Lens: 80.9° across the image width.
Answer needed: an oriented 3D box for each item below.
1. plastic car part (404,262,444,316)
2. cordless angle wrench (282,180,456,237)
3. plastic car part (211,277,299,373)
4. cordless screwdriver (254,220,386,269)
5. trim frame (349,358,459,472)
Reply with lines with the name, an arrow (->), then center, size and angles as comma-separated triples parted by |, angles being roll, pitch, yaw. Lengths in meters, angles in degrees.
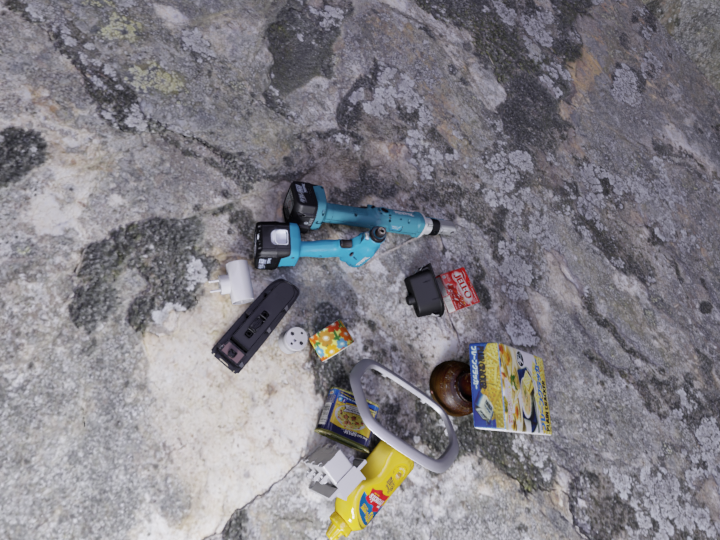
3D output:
plastic car part -> 0.132, 0.051, 0.924 | 0.070, 0.066, 0.118 | -12, 78, -10
cordless angle wrench -> 0.041, -0.116, 0.942 | 0.408, 0.074, 0.102 | 5, 44, -23
plastic car part -> -0.187, 0.089, 0.790 | 0.067, 0.067, 0.202 | 36, 59, 1
cordless screwdriver -> -0.081, -0.053, 0.826 | 0.242, 0.160, 0.076 | 2, 72, -19
trim frame -> 0.081, 0.261, 0.781 | 0.246, 0.027, 0.186 | 32, 29, -6
